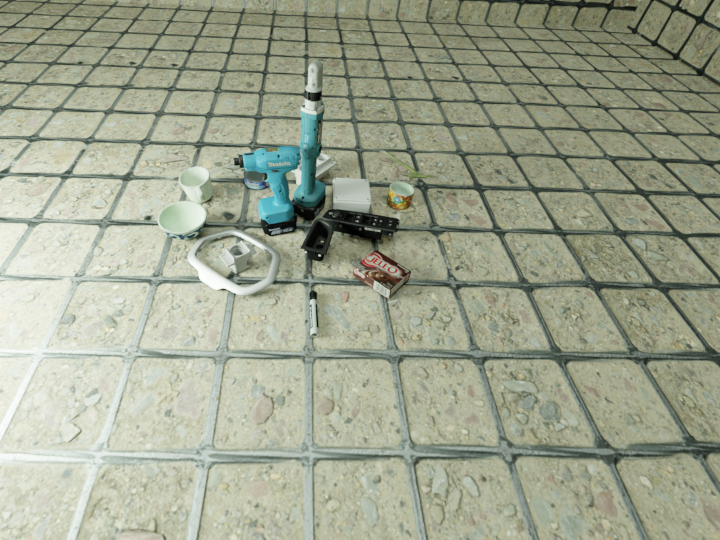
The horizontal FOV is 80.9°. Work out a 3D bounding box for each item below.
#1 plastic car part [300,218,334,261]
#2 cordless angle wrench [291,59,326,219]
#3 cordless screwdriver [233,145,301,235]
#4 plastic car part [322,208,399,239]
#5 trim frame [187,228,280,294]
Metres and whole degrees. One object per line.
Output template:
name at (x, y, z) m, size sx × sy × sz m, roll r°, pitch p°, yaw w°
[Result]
plastic car part at (-0.106, -0.069, 1.080) m, size 0.067 × 0.069 × 0.118 m, roll 13°, pitch 47°, yaw 6°
cordless angle wrench at (-0.126, -0.317, 1.078) m, size 0.076 × 0.412 × 0.098 m, roll 23°, pitch 47°, yaw 11°
cordless screwdriver at (-0.235, -0.200, 1.075) m, size 0.156 × 0.242 × 0.078 m, roll -7°, pitch 49°, yaw -15°
plastic car part at (-0.002, -0.124, 1.142) m, size 0.206 × 0.065 × 0.067 m, roll 14°, pitch 47°, yaw 8°
trim frame at (-0.313, -0.025, 1.052) m, size 0.259 × 0.027 × 0.182 m, roll 28°, pitch 51°, yaw 21°
